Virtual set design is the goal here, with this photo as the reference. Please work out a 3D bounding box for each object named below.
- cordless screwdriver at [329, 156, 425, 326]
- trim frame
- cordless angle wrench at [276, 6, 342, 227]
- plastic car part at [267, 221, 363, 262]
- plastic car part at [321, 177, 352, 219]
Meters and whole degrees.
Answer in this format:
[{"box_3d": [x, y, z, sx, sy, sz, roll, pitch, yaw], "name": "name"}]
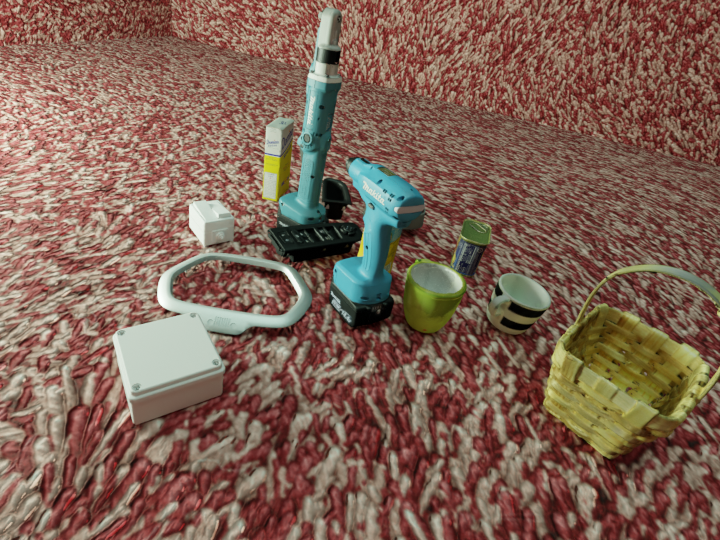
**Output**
[{"box_3d": [0.005, -0.045, 0.661, 0.072, 0.244, 0.168, -9, 38, -31], "name": "cordless screwdriver"}, {"box_3d": [-0.202, 0.031, 0.688, 0.248, 0.027, 0.188, 9, 33, -2], "name": "trim frame"}, {"box_3d": [-0.084, -0.249, 0.786, 0.103, 0.415, 0.072, 31, 36, 25], "name": "cordless angle wrench"}, {"box_3d": [-0.079, -0.052, 0.810, 0.196, 0.066, 0.070, -14, 41, -33], "name": "plastic car part"}, {"box_3d": [-0.062, -0.156, 0.968, 0.065, 0.069, 0.120, 6, 33, -10], "name": "plastic car part"}]
